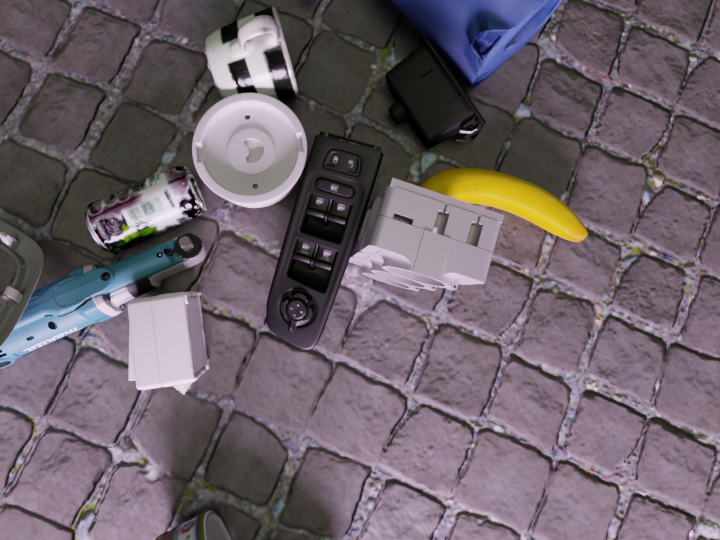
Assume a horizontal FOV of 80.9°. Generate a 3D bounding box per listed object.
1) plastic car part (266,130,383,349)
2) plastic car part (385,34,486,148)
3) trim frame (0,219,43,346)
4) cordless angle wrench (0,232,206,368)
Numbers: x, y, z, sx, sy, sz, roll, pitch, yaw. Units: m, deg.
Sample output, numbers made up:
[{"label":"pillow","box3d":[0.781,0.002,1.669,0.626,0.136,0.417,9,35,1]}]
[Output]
[{"label":"plastic car part","box3d":[-0.041,-0.027,0.416,0.066,0.067,0.203,18,90,-1]},{"label":"plastic car part","box3d":[0.068,-0.178,0.449,0.071,0.065,0.118,-35,85,8]},{"label":"trim frame","box3d":[-0.393,0.016,0.365,0.257,0.026,0.184,22,58,18]},{"label":"cordless angle wrench","box3d":[-0.343,0.064,0.391,0.419,0.096,0.076,-26,77,-10]}]
